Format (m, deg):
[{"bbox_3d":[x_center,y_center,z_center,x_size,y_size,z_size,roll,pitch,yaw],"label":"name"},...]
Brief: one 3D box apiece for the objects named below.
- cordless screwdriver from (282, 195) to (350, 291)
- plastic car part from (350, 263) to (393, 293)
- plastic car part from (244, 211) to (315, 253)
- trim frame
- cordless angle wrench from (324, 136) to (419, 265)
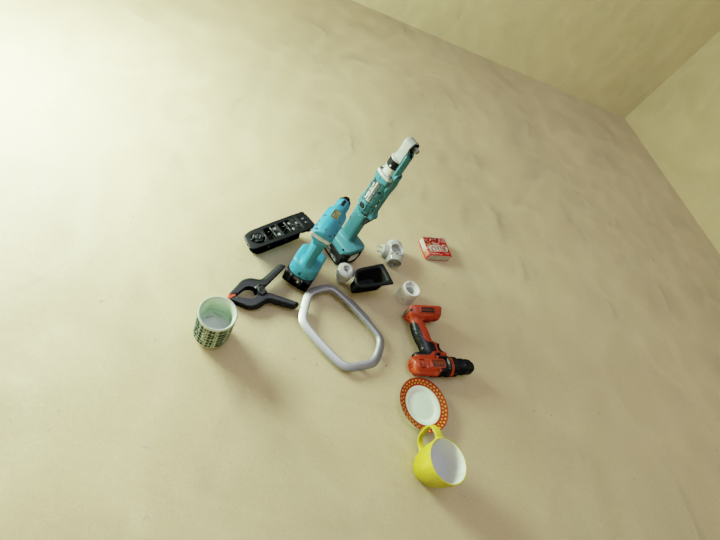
[{"bbox_3d":[-0.101,-0.066,1.034,0.074,0.249,0.159,33,47,-4],"label":"cordless screwdriver"},{"bbox_3d":[0.016,0.032,1.132,0.112,0.071,0.068,-10,61,-32],"label":"plastic car part"},{"bbox_3d":[-0.221,-0.095,1.125,0.197,0.067,0.068,-24,69,-37],"label":"plastic car part"},{"bbox_3d":[-0.047,0.139,1.046,0.254,0.027,0.180,42,48,11],"label":"trim frame"},{"bbox_3d":[0.024,-0.165,1.053,0.072,0.423,0.101,-17,67,-37],"label":"cordless angle wrench"}]
